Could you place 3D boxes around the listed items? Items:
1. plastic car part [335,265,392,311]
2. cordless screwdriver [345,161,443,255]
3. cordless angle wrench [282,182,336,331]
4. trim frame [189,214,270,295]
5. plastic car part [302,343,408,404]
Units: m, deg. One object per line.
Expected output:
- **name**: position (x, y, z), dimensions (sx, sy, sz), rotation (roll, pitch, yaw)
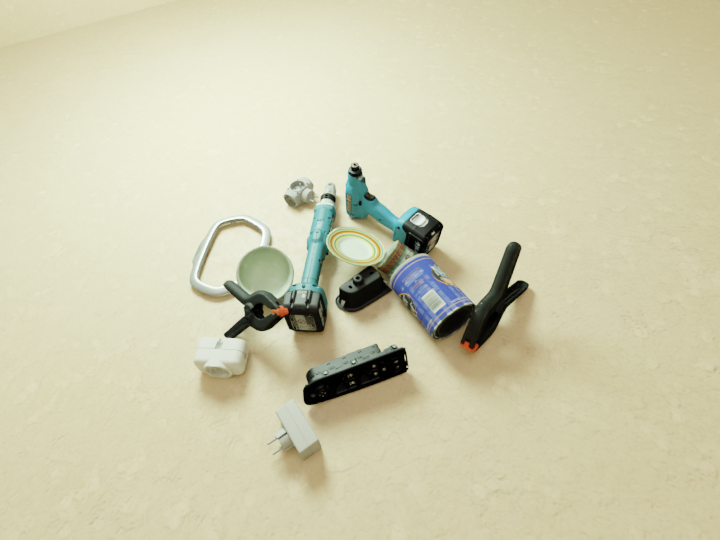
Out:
- **plastic car part**: position (0.002, 0.033, 0.886), dimensions (0.114, 0.068, 0.069), rotation (-30, 54, -20)
- **cordless screwdriver**: position (0.063, -0.138, 0.959), dimensions (0.261, 0.153, 0.073), rotation (36, 62, 27)
- **cordless angle wrench**: position (-0.094, -0.062, 0.965), dimensions (0.076, 0.094, 0.433), rotation (-1, 49, 8)
- **trim frame**: position (-0.314, -0.043, 1.018), dimensions (0.187, 0.026, 0.254), rotation (2, 54, 8)
- **plastic car part**: position (-0.017, 0.182, 0.777), dimensions (0.201, 0.063, 0.071), rotation (-22, 43, -10)
